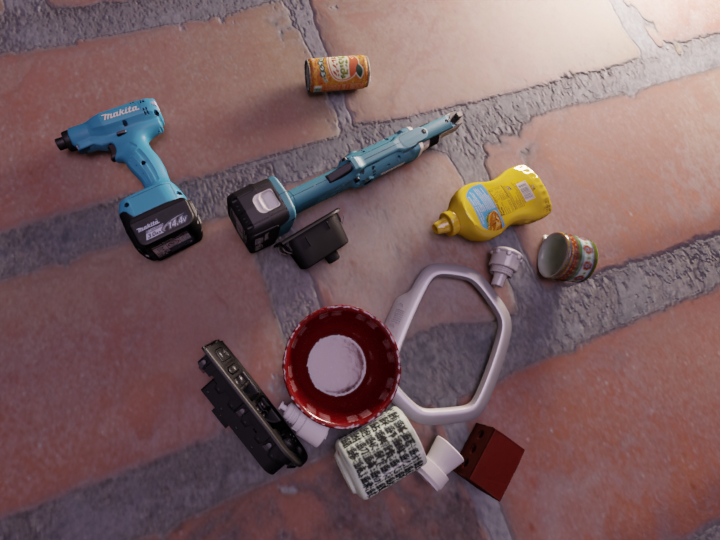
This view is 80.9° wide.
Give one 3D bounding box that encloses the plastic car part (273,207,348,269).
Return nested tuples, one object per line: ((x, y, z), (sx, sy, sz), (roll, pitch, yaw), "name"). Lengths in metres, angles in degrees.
((-0.063, -0.041, 0.642), (0.115, 0.068, 0.070), (-30, 97, -17), "plastic car part")

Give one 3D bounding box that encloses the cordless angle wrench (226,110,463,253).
((-0.003, -0.161, 0.669), (0.416, 0.098, 0.075), (-30, 83, -18), "cordless angle wrench")

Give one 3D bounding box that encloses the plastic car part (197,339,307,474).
((-0.151, 0.189, 0.562), (0.067, 0.066, 0.206), (-44, 84, -6), "plastic car part")

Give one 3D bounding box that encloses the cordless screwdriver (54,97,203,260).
((-0.342, -0.134, 0.627), (0.157, 0.073, 0.255), (-24, 75, -13), "cordless screwdriver")

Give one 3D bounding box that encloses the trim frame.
((0.127, 0.106, 0.635), (0.184, 0.027, 0.249), (26, 75, 0), "trim frame")
